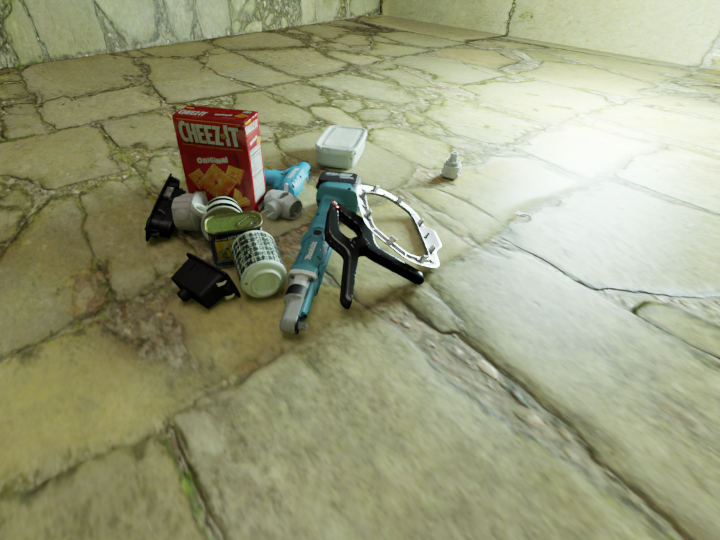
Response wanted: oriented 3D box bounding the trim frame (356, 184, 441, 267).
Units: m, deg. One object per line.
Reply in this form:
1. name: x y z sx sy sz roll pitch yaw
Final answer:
1. trim frame: 0.074 -0.094 0.811 0.177 0.027 0.257 24 28 -21

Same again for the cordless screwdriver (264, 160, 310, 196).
1. cordless screwdriver: -0.249 -0.242 1.027 0.254 0.072 0.161 11 39 10

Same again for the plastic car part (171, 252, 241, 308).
1. plastic car part: -0.271 0.024 0.710 0.122 0.063 0.070 21 57 29

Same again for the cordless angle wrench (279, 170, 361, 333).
1. cordless angle wrench: -0.077 -0.050 0.785 0.100 0.072 0.429 6 41 7

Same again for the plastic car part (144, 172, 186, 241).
1. plastic car part: -0.411 -0.128 0.904 0.065 0.066 0.209 20 34 -18
